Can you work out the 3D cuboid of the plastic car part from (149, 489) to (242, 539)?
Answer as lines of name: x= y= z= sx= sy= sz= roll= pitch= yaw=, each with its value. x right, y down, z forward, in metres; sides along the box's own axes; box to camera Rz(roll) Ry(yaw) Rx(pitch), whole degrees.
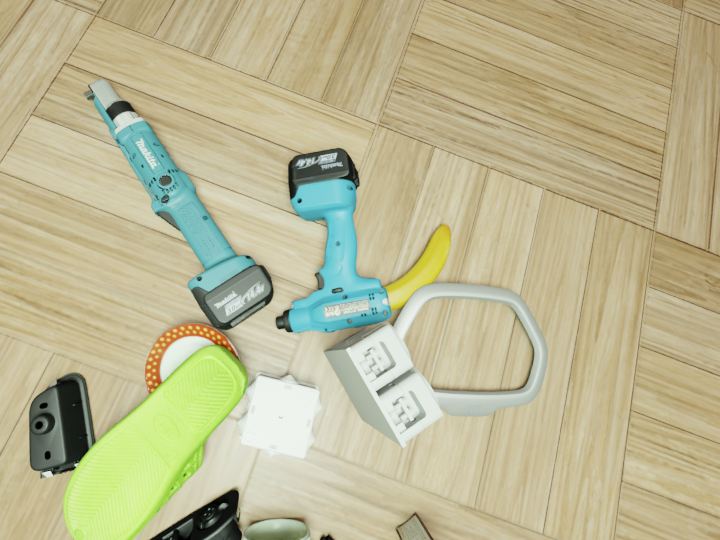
plastic car part: x=-0.221 y=0.341 z=0.488 sx=0.201 sy=0.067 sz=0.067 roll=-34 pitch=94 yaw=-14

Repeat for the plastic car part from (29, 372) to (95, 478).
plastic car part: x=-0.367 y=0.188 z=0.507 sx=0.065 sy=0.071 sz=0.118 roll=-11 pitch=81 yaw=-13

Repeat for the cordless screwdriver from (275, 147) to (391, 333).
cordless screwdriver: x=-0.058 y=-0.038 z=0.598 sx=0.161 sy=0.072 sz=0.253 roll=-13 pitch=77 yaw=10

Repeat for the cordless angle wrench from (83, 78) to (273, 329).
cordless angle wrench: x=-0.272 y=-0.114 z=0.601 sx=0.097 sy=0.074 sz=0.431 roll=-33 pitch=79 yaw=-15

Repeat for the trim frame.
trim frame: x=0.156 y=0.111 z=0.600 sx=0.243 sy=0.028 sz=0.186 roll=4 pitch=78 yaw=-13
